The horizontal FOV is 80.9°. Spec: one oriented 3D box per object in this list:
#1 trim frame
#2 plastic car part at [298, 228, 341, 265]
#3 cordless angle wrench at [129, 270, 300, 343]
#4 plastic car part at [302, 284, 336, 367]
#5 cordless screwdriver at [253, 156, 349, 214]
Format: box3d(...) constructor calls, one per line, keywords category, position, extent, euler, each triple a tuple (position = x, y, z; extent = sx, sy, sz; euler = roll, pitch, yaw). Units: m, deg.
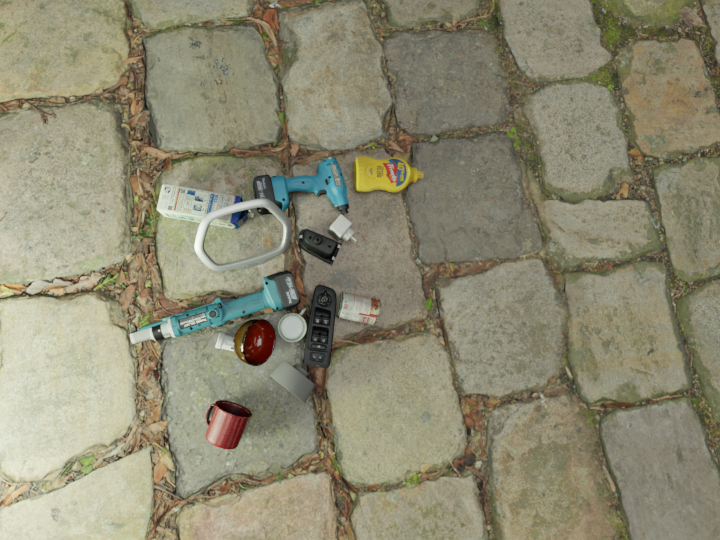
box3d(category="trim frame", position=(-0.293, -0.085, 1.068), extent=(0.244, 0.029, 0.178), euler=(-18, 117, -13))
box3d(category="plastic car part", position=(-0.109, -0.071, 1.110), extent=(0.116, 0.071, 0.066), euler=(26, 78, -5))
box3d(category="cordless angle wrench", position=(-0.363, 0.106, 1.056), extent=(0.420, 0.074, 0.099), euler=(-18, 83, -6))
box3d(category="plastic car part", position=(-0.099, 0.140, 1.072), extent=(0.066, 0.066, 0.205), euler=(6, 75, 0))
box3d(category="cordless screwdriver", position=(-0.156, -0.201, 1.130), extent=(0.245, 0.075, 0.161), euler=(-16, 82, -12))
